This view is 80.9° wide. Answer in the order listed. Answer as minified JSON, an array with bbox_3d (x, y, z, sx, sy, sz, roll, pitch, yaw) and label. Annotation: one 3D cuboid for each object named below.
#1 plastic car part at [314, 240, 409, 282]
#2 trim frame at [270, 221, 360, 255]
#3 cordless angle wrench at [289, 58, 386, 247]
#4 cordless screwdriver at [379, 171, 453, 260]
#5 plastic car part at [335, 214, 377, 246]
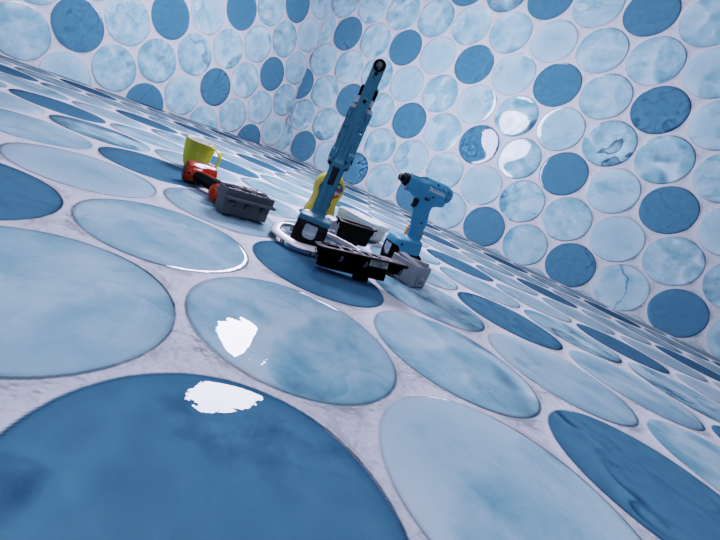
[{"bbox_3d":[-0.008,-0.016,0.854,0.195,0.067,0.069,17,15,-23],"label":"plastic car part"},{"bbox_3d":[-0.095,-0.062,0.970,0.236,0.027,0.195,13,17,-35],"label":"trim frame"},{"bbox_3d":[-0.041,-0.245,0.915,0.074,0.421,0.099,23,13,-5],"label":"cordless angle wrench"},{"bbox_3d":[0.125,-0.128,1.108,0.153,0.247,0.078,18,14,-25],"label":"cordless screwdriver"},{"bbox_3d":[-0.017,-0.095,1.127,0.113,0.070,0.068,20,14,-16],"label":"plastic car part"}]
